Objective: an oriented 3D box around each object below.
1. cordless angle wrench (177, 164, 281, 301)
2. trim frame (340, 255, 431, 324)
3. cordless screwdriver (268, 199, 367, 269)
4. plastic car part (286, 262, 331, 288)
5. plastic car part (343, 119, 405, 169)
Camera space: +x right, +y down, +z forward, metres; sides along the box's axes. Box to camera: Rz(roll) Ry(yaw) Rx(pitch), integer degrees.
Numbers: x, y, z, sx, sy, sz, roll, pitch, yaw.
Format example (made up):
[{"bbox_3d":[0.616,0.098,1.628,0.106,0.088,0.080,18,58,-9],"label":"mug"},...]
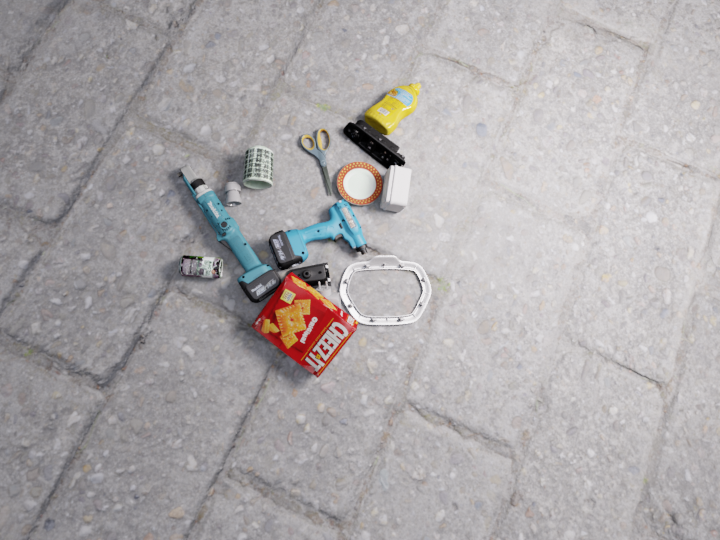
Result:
[{"bbox_3d":[-0.358,-0.112,1.119,0.097,0.073,0.430,-34,80,-11],"label":"cordless angle wrench"},{"bbox_3d":[0.068,0.052,1.134,0.247,0.027,0.186,-1,78,-2],"label":"trim frame"},{"bbox_3d":[-0.110,-0.072,1.125,0.245,0.074,0.161,-26,82,-13],"label":"cordless screwdriver"},{"bbox_3d":[-0.134,0.013,1.106,0.115,0.071,0.067,-8,79,-10],"label":"plastic car part"},{"bbox_3d":[0.045,-0.363,1.200,0.204,0.066,0.067,35,68,3],"label":"plastic car part"}]
